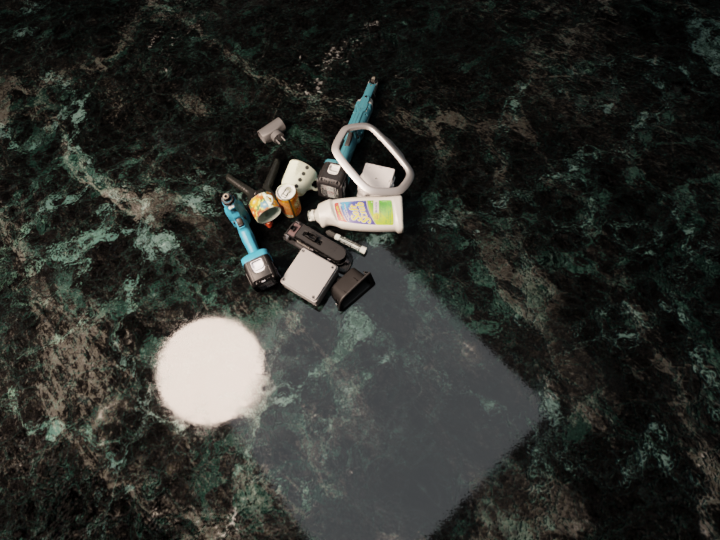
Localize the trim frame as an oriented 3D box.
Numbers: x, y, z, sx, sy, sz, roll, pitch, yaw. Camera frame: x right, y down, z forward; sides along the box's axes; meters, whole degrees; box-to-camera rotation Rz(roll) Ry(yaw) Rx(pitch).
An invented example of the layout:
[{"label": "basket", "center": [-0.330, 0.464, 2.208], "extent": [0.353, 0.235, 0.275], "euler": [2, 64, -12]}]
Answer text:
[{"label": "trim frame", "center": [0.033, -0.296, 1.123], "extent": [0.181, 0.027, 0.256], "euler": [-33, 73, -22]}]

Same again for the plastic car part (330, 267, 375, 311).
[{"label": "plastic car part", "center": [-0.030, 0.038, 1.061], "extent": [0.116, 0.063, 0.075], "euler": [-39, 56, -6]}]

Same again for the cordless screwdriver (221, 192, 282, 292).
[{"label": "cordless screwdriver", "center": [-0.287, -0.076, 1.080], "extent": [0.074, 0.155, 0.257], "euler": [-25, 71, -7]}]

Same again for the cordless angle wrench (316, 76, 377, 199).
[{"label": "cordless angle wrench", "center": [-0.020, -0.396, 1.220], "extent": [0.076, 0.095, 0.427], "euler": [15, 67, 9]}]

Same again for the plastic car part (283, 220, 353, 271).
[{"label": "plastic car part", "center": [-0.109, -0.071, 1.111], "extent": [0.209, 0.065, 0.066], "euler": [32, 67, 14]}]
